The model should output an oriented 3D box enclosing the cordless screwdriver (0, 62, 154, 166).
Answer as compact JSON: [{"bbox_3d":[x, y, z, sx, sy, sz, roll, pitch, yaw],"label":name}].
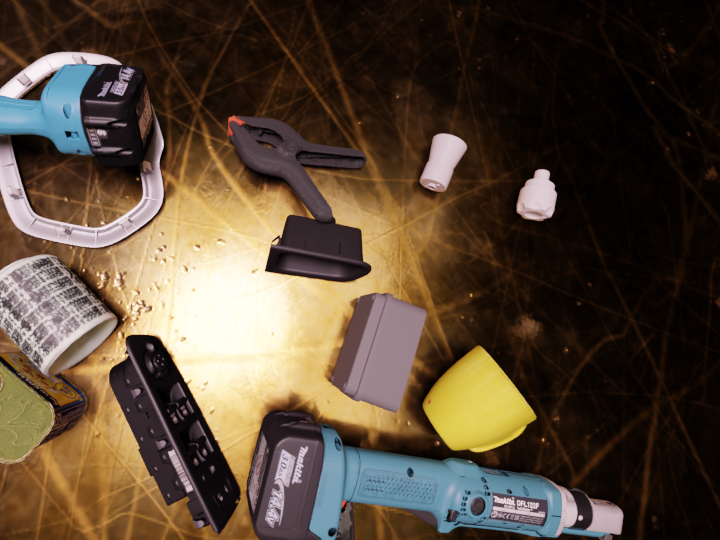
[{"bbox_3d":[-0.348,-0.175,0.434,0.244,0.072,0.166,-4,48,-13],"label":"cordless screwdriver"}]

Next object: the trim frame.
[{"bbox_3d":[-0.325,-0.145,0.489,0.181,0.027,0.252,-18,80,-12],"label":"trim frame"}]

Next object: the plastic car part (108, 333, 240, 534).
[{"bbox_3d":[-0.195,0.160,0.429,0.068,0.065,0.205,-27,84,12],"label":"plastic car part"}]

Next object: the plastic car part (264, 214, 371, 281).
[{"bbox_3d":[-0.048,-0.031,0.490,0.114,0.066,0.072,6,65,-12],"label":"plastic car part"}]

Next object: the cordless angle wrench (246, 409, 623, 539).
[{"bbox_3d":[0.101,0.228,0.430,0.412,0.076,0.098,15,83,-15],"label":"cordless angle wrench"}]
